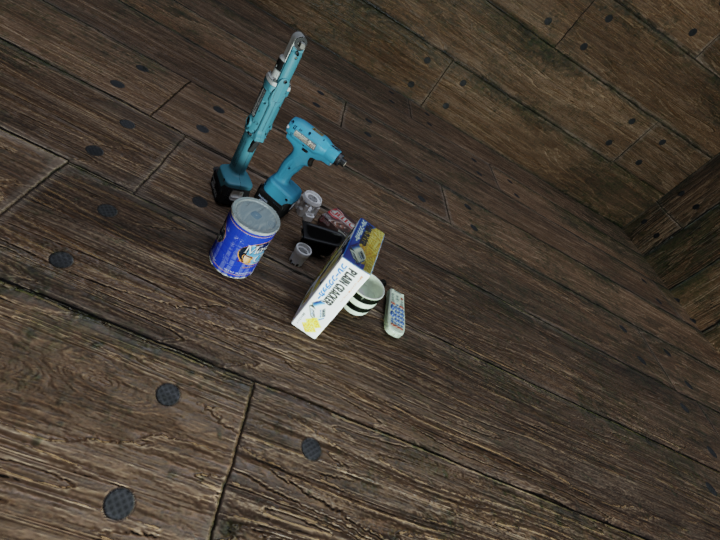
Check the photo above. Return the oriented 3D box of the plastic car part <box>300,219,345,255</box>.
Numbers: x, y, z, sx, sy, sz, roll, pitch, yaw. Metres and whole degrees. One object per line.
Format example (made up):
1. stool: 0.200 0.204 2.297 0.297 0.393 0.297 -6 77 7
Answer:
1. plastic car part: -0.102 -0.067 1.041 0.112 0.071 0.068 18 40 -24

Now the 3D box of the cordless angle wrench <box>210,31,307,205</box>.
1. cordless angle wrench: -0.224 -0.321 0.931 0.071 0.424 0.102 6 47 -38

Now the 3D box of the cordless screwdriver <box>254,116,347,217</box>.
1. cordless screwdriver: -0.151 -0.232 1.039 0.160 0.250 0.074 39 35 1
